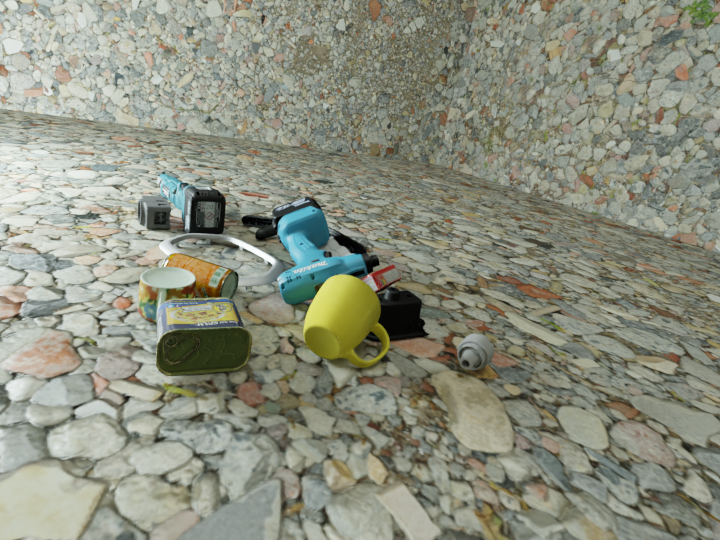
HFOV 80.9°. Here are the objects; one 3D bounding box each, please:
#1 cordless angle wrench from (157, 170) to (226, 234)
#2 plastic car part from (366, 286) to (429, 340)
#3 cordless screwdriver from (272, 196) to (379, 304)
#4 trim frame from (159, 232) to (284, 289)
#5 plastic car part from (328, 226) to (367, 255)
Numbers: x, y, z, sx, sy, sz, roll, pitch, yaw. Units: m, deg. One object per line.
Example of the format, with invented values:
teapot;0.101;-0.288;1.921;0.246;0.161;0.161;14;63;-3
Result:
cordless angle wrench;-0.433;-0.182;1.019;0.071;0.097;0.447;-3;20;-36
plastic car part;0.047;0.059;0.630;0.111;0.070;0.070;1;22;-34
cordless screwdriver;-0.072;-0.047;0.740;0.159;0.071;0.260;-19;35;-3
trim frame;-0.250;-0.022;0.762;0.262;0.027;0.177;26;24;31
plastic car part;-0.063;-0.053;0.894;0.215;0.066;0.063;27;-1;40
